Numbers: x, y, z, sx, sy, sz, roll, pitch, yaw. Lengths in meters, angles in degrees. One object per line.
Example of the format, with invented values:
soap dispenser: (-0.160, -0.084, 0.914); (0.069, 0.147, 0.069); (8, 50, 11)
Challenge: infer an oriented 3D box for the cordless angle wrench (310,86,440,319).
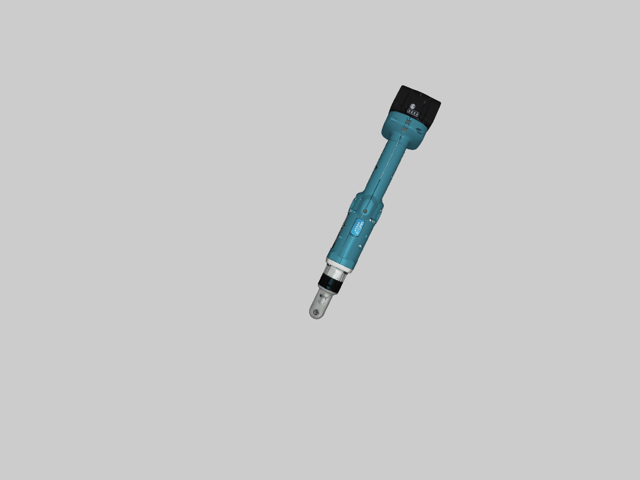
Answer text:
cordless angle wrench: (0.079, -0.053, 0.742); (0.074, 0.423, 0.098); (26, 2, 3)
